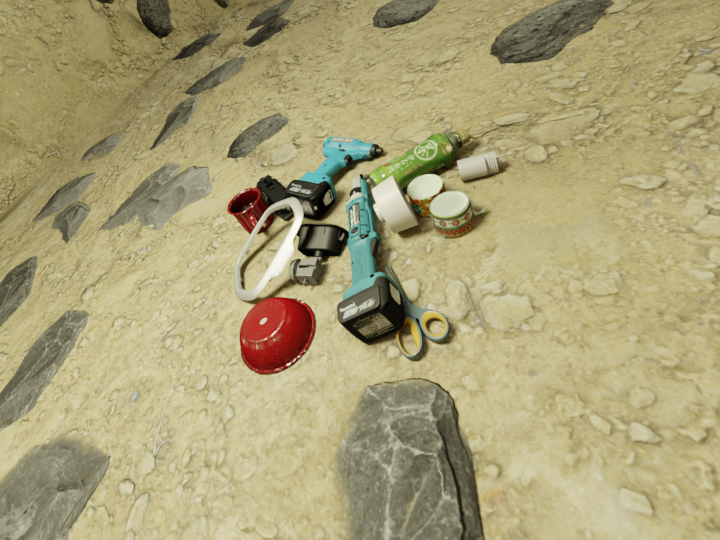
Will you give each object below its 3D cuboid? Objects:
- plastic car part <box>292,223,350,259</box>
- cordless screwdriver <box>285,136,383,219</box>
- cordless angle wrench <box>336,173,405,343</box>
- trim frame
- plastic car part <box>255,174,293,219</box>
[{"bbox_3d":[-0.087,-0.057,0.888,0.122,0.062,0.072,5,69,29],"label":"plastic car part"},{"bbox_3d":[-0.060,-0.232,1.012,0.167,0.071,0.249,12,55,28],"label":"cordless screwdriver"},{"bbox_3d":[0.006,-0.062,0.823,0.100,0.070,0.437,-30,39,22],"label":"cordless angle wrench"},{"bbox_3d":[-0.201,-0.048,0.911,0.195,0.026,0.248,31,89,51],"label":"trim frame"},{"bbox_3d":[-0.219,-0.200,1.086,0.066,0.064,0.215,-33,45,-11],"label":"plastic car part"}]
